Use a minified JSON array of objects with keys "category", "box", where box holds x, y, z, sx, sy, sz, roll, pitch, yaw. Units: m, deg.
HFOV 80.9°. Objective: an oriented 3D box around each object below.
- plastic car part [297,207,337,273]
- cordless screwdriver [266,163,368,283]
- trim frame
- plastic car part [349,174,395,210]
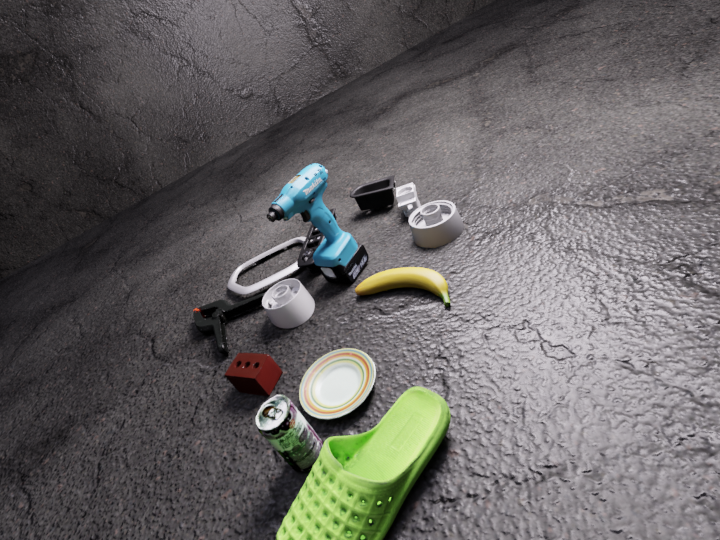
[{"category":"plastic car part","box":[-0.100,-0.065,1.018,0.068,0.064,0.205,-12,35,25]},{"category":"cordless screwdriver","box":[-0.085,-0.073,0.854,0.078,0.238,0.158,3,42,42]},{"category":"trim frame","box":[-0.228,-0.014,1.082,0.248,0.026,0.192,-29,32,-1]},{"category":"plastic car part","box":[0.040,-0.187,1.078,0.120,0.068,0.067,-14,33,22]}]
